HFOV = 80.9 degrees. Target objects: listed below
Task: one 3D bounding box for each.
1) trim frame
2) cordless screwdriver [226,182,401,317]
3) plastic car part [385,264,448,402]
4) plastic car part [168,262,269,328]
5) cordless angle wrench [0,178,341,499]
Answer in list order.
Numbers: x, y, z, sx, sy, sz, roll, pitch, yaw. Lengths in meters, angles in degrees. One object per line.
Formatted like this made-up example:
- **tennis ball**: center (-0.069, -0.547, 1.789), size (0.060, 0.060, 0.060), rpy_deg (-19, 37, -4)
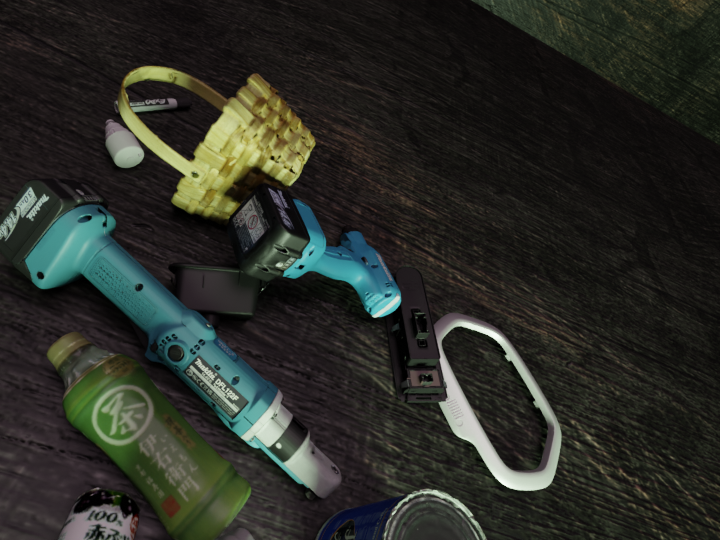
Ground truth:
- **trim frame**: center (0.186, 0.172, 0.597), size (0.177, 0.027, 0.258), rpy_deg (-8, 61, -34)
- **cordless screwdriver**: center (-0.054, -0.036, 0.556), size (0.235, 0.075, 0.167), rpy_deg (24, 30, -44)
- **plastic car part**: center (0.071, 0.073, 0.587), size (0.066, 0.065, 0.210), rpy_deg (-5, 50, -3)
- **plastic car part**: center (-0.169, 0.033, 0.501), size (0.113, 0.067, 0.072), rpy_deg (3, 69, -22)
- **cordless angle wrench**: center (-0.180, 0.076, 0.433), size (0.424, 0.098, 0.074), rpy_deg (43, 8, 1)
